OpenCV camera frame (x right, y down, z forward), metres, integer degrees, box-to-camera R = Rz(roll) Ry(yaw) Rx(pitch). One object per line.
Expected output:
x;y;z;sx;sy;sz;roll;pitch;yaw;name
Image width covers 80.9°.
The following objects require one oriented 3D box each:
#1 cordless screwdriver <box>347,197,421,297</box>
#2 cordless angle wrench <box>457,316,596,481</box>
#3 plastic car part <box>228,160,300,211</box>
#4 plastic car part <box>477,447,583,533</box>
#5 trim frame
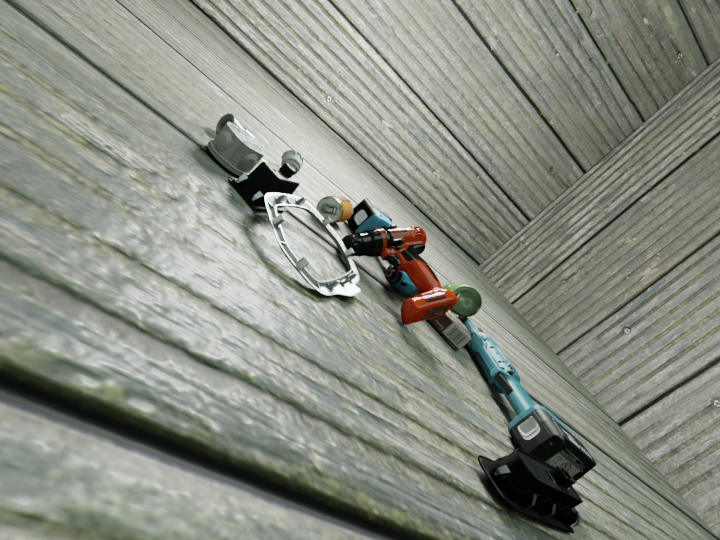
0.050;-0.052;0.908;0.150;0.075;0.261;24;29;-52;cordless screwdriver
0.272;0.203;0.812;0.095;0.075;0.434;40;13;-19;cordless angle wrench
-0.132;-0.133;0.643;0.067;0.071;0.113;49;18;9;plastic car part
0.220;0.266;0.518;0.193;0.068;0.069;31;27;-32;plastic car part
-0.061;-0.040;0.624;0.187;0.028;0.242;57;14;6;trim frame
